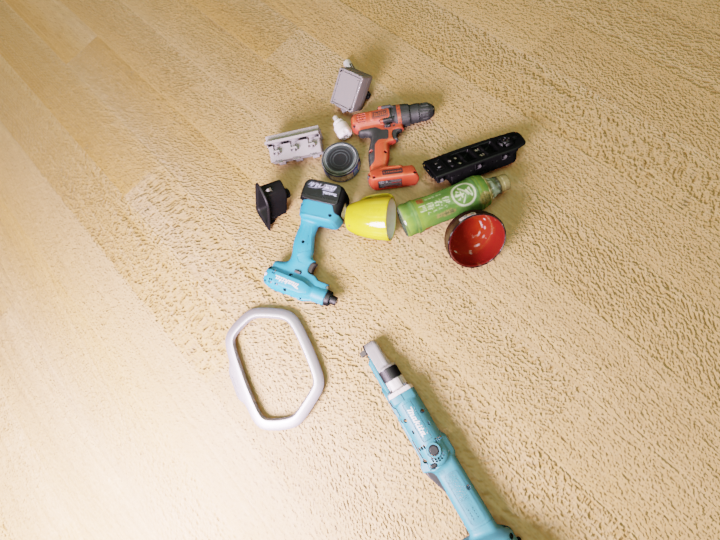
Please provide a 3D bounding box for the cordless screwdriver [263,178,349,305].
[{"bbox_3d":[-0.086,-0.056,0.880,0.164,0.072,0.249,19,82,15],"label":"cordless screwdriver"}]

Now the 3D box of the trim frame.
[{"bbox_3d":[-0.178,0.191,0.849,0.184,0.027,0.256,-28,72,2],"label":"trim frame"}]

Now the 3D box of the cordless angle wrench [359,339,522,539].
[{"bbox_3d":[0.125,0.309,0.728,0.098,0.071,0.439,-32,68,0],"label":"cordless angle wrench"}]

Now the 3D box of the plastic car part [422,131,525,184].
[{"bbox_3d":[0.236,-0.221,0.859,0.204,0.064,0.069,-23,36,4],"label":"plastic car part"}]

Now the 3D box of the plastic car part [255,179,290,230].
[{"bbox_3d":[-0.186,-0.152,0.915,0.069,0.115,0.068,-27,72,-24],"label":"plastic car part"}]
